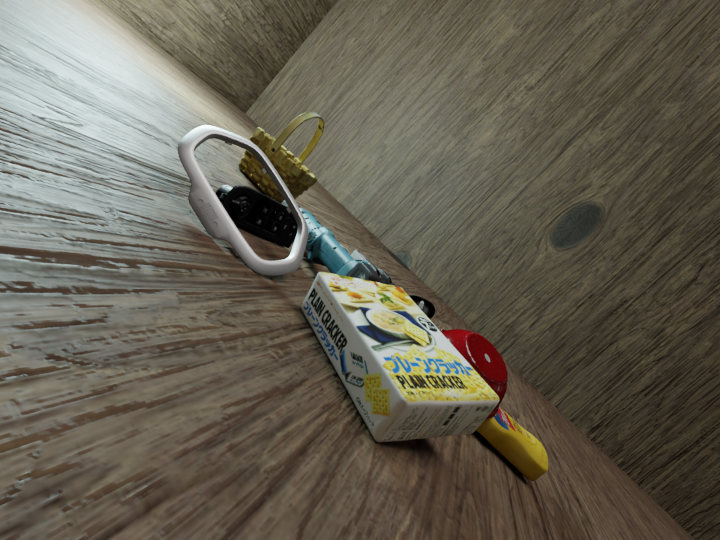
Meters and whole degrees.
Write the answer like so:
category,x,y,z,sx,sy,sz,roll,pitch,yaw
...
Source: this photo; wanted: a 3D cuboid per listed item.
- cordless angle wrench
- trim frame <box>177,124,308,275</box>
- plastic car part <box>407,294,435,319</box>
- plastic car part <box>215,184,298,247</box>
category,x,y,z,sx,sy,sz,roll,pitch,yaw
cordless angle wrench,-0.080,-0.053,0.823,0.070,0.098,0.446,32,10,-39
trim frame,-0.163,-0.103,0.610,0.248,0.028,0.180,58,34,-3
plastic car part,0.064,0.095,0.694,0.066,0.117,0.070,43,32,-2
plastic car part,-0.173,-0.098,0.711,0.070,0.066,0.194,36,5,22
